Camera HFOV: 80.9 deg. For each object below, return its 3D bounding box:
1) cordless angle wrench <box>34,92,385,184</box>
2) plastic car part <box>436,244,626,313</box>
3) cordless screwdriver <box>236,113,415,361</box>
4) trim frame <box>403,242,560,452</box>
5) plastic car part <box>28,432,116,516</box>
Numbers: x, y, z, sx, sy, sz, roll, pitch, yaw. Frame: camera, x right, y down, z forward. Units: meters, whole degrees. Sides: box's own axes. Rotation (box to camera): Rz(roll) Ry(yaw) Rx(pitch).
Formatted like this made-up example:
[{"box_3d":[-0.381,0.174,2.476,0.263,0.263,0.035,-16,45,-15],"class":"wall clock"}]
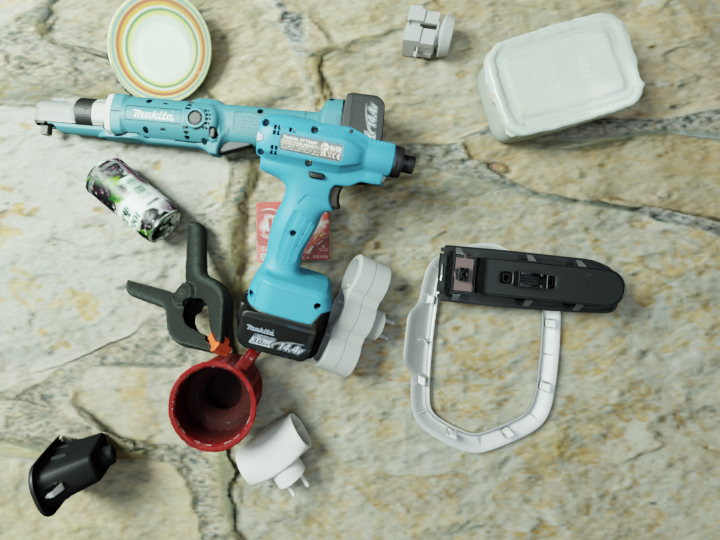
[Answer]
[{"box_3d":[-0.188,-0.173,0.508,0.426,0.074,0.098,6,89,4],"class":"cordless angle wrench"},{"box_3d":[0.195,0.010,0.469,0.203,0.066,0.067,6,81,-1],"class":"plastic car part"},{"box_3d":[-0.044,-0.029,0.452,0.159,0.075,0.246,11,105,-3],"class":"cordless screwdriver"},{"box_3d":[0.144,0.091,0.502,0.185,0.027,0.249,7,88,3],"class":"trim frame"},{"box_3d":[-0.311,0.217,0.471,0.069,0.119,0.066,-19,90,-26],"class":"plastic car part"}]
